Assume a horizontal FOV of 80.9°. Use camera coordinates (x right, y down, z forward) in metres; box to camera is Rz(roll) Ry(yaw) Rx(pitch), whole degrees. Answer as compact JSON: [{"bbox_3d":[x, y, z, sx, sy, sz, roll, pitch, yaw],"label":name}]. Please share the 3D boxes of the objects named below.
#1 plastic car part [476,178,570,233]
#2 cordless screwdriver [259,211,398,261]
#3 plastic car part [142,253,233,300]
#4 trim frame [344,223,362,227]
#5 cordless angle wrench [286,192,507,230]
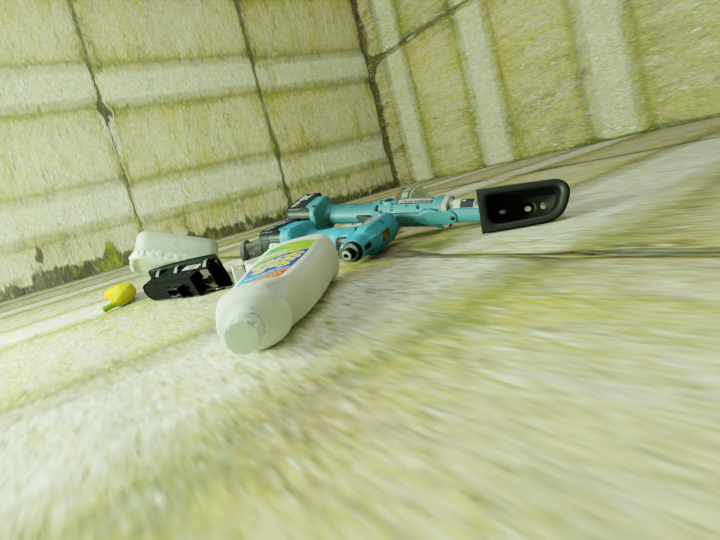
[{"bbox_3d":[0.235,-0.092,0.614,0.120,0.066,0.068,-7,-3,21],"label":"plastic car part"},{"bbox_3d":[-0.072,-0.047,0.740,0.260,0.073,0.156,-3,21,33],"label":"cordless screwdriver"},{"bbox_3d":[-0.325,0.024,0.764,0.212,0.063,0.067,-5,39,36],"label":"plastic car part"},{"bbox_3d":[-0.004,-0.083,0.933,0.182,0.027,0.254,-18,10,-11],"label":"trim frame"},{"bbox_3d":[0.056,-0.106,0.785,0.443,0.072,0.097,3,33,32],"label":"cordless angle wrench"}]
